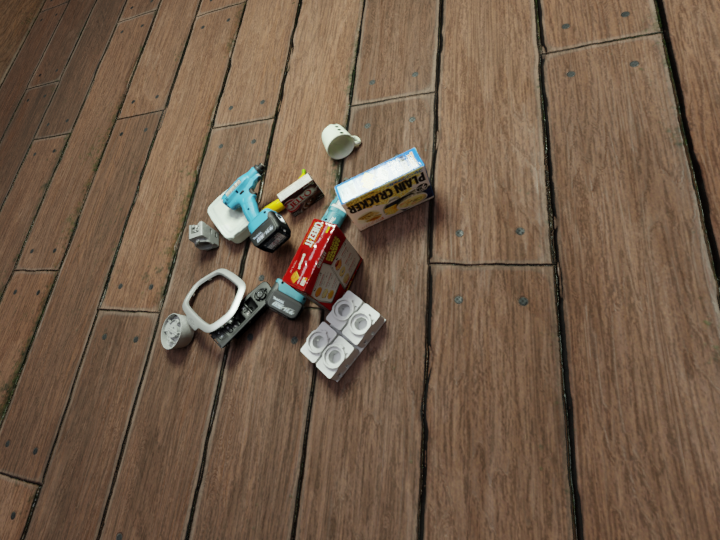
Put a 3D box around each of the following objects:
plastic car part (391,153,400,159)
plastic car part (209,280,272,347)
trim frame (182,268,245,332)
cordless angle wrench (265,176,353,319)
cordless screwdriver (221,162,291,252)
[{"bbox_3d":[0.089,-0.264,1.128,0.116,0.067,0.069,-46,59,-5],"label":"plastic car part"},{"bbox_3d":[-0.302,0.120,1.126,0.202,0.063,0.070,-49,53,-8],"label":"plastic car part"},{"bbox_3d":[-0.410,0.081,1.173,0.263,0.026,0.183,24,68,44],"label":"trim frame"},{"bbox_3d":[-0.110,-0.072,1.122,0.098,0.074,0.424,28,75,0],"label":"cordless angle wrench"},{"bbox_3d":[-0.277,-0.178,1.167,0.160,0.070,0.261,-45,60,10],"label":"cordless screwdriver"}]
